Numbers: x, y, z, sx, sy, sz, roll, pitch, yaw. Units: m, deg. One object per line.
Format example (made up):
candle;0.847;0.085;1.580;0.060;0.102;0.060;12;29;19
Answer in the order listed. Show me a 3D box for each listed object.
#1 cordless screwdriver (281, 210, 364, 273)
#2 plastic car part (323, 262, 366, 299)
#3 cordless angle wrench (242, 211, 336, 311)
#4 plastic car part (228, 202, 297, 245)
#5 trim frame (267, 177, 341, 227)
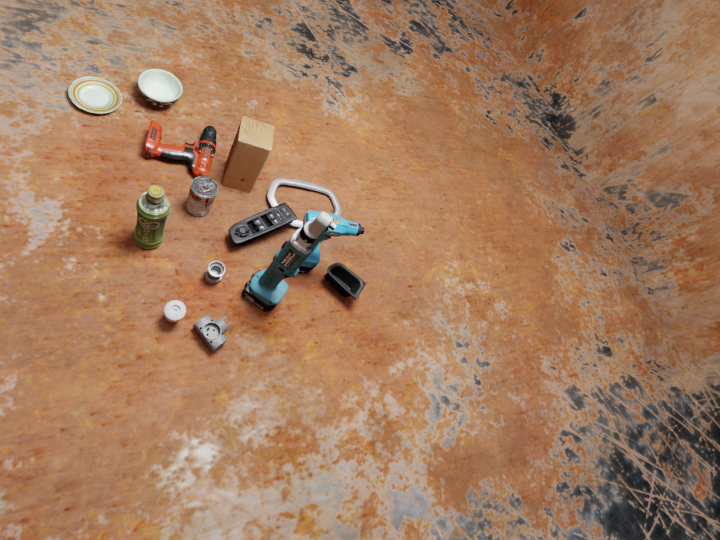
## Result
cordless screwdriver;-0.110;-0.072;1.121;0.153;0.252;0.076;9;63;-26
plastic car part;-0.055;0.033;1.203;0.116;0.072;0.066;39;53;-4
cordless angle wrench;-0.165;-0.019;0.954;0.097;0.428;0.074;38;53;-9
plastic car part;-0.280;-0.123;1.179;0.197;0.068;0.067;-29;81;-36
trim frame;-0.170;-0.207;1.305;0.239;0.028;0.189;6;61;-24
